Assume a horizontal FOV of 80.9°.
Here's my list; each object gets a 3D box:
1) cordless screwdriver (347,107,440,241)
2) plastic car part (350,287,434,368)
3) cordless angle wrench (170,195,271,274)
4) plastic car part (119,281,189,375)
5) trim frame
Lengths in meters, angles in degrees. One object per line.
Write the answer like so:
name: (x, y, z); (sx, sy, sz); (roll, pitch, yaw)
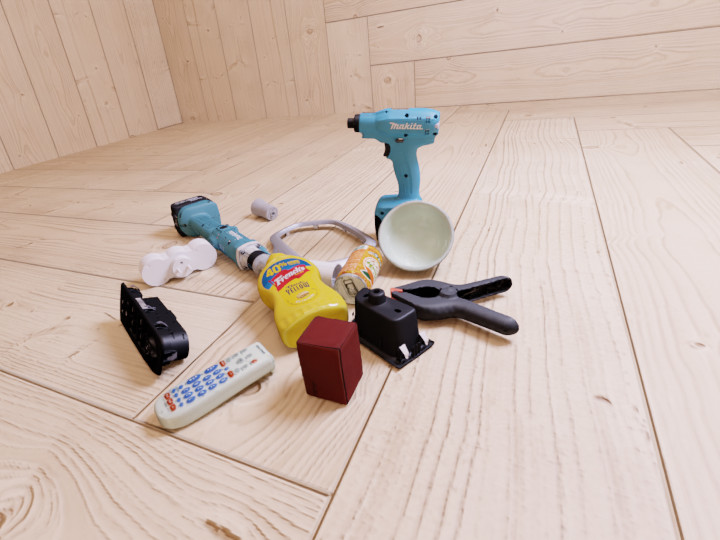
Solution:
cordless screwdriver: (0.055, -0.171, 0.780); (0.163, 0.242, 0.075); (6, 27, 12)
plastic car part: (0.028, 0.060, 0.541); (0.064, 0.069, 0.123); (-24, 34, -33)
cordless angle wrench: (-0.272, -0.065, 0.859); (0.095, 0.072, 0.448); (-25, 34, -31)
plastic car part: (-0.294, 0.081, 0.602); (0.064, 0.066, 0.215); (7, 13, -39)
trim frame: (-0.081, -0.053, 0.830); (0.179, 0.027, 0.263); (-20, 32, -24)
